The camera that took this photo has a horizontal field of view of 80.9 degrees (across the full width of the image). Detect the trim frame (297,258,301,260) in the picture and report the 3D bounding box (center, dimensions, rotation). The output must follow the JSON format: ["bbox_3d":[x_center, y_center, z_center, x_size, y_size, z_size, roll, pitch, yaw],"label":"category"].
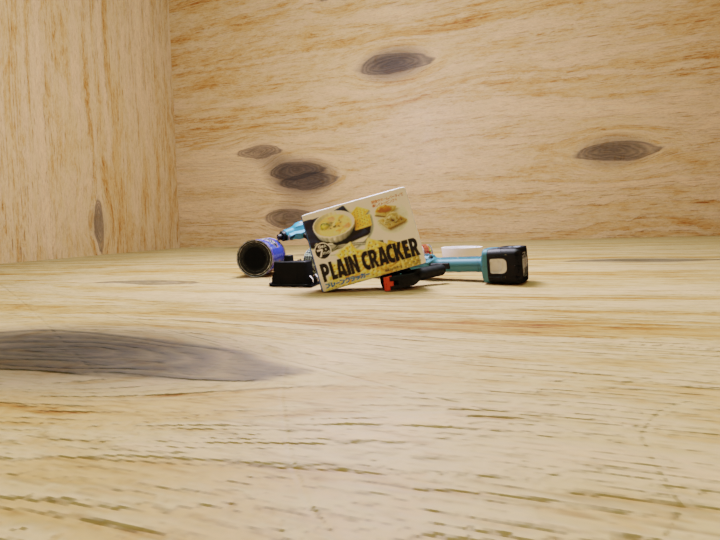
[{"bbox_3d":[-0.124,-0.048,1.355,0.256,0.027,0.178,-17,2,28],"label":"trim frame"}]

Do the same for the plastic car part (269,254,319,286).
[{"bbox_3d":[-0.154,0.000,0.949,0.120,0.071,0.064,3,4,17],"label":"plastic car part"}]

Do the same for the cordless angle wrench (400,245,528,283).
[{"bbox_3d":[0.150,-0.011,0.978,0.442,0.074,0.094,-1,4,33],"label":"cordless angle wrench"}]

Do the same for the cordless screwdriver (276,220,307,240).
[{"bbox_3d":[-0.119,-0.078,1.221,0.154,0.072,0.263,-23,39,-32],"label":"cordless screwdriver"}]
